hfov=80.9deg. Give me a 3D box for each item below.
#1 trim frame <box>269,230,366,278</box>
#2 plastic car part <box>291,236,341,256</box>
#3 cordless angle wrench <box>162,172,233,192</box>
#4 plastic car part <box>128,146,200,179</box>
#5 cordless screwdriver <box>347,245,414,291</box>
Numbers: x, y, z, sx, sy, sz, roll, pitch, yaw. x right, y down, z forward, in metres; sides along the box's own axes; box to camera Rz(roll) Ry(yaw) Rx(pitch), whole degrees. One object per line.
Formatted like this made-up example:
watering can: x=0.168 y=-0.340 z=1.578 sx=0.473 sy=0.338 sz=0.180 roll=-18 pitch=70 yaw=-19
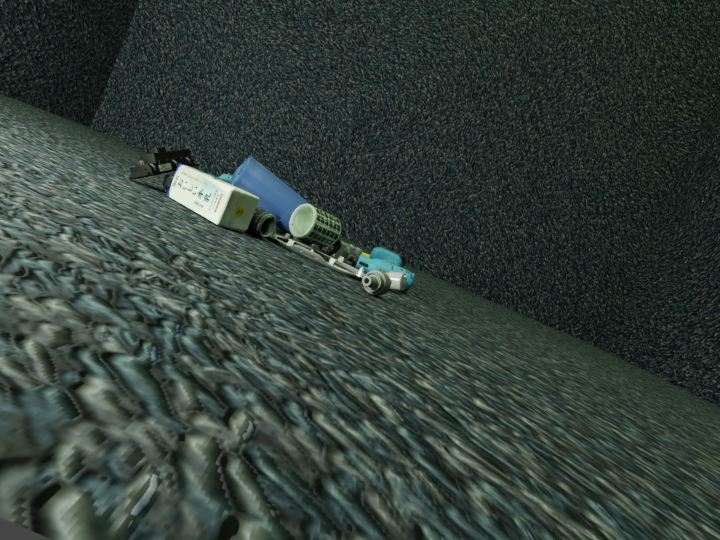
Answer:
trim frame: x=-0.092 y=-0.036 z=0.926 sx=0.255 sy=0.027 sz=0.180 roll=26 pitch=6 yaw=12
plastic car part: x=-0.104 y=-0.068 z=1.064 sx=0.119 sy=0.066 sz=0.069 roll=28 pitch=-9 yaw=11
cordless angle wrench: x=-0.418 y=-0.230 z=1.148 sx=0.075 sy=0.097 sz=0.421 roll=20 pitch=8 yaw=0
plastic car part: x=-0.447 y=-0.249 z=0.972 sx=0.068 sy=0.066 sz=0.201 roll=-13 pitch=12 yaw=17
cordless screwdriver: x=0.048 y=-0.017 z=1.101 sx=0.160 sy=0.074 sz=0.249 roll=23 pitch=9 yaw=-1
